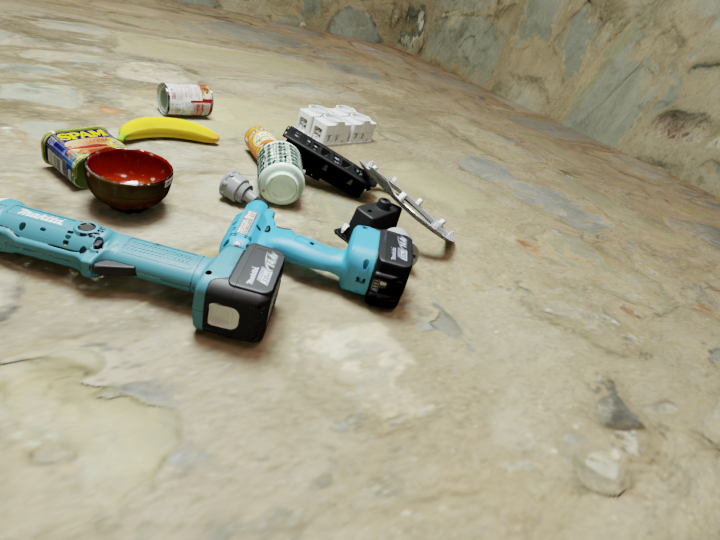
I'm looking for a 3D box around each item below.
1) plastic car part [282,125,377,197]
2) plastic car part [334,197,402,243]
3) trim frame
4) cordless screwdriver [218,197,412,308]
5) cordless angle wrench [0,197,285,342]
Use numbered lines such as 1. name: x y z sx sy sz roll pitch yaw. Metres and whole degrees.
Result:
1. plastic car part: -0.061 -0.196 0.801 0.199 0.067 0.068 25 23 -9
2. plastic car part: 0.025 -0.084 0.694 0.069 0.070 0.113 39 41 26
3. trim frame: 0.085 -0.132 0.772 0.174 0.028 0.262 22 25 -43
4. cordless screwdriver: -0.058 -0.038 0.590 0.248 0.073 0.163 11 34 -3
5. cordless angle wrench: -0.299 -0.024 0.465 0.423 0.073 0.099 15 33 0
